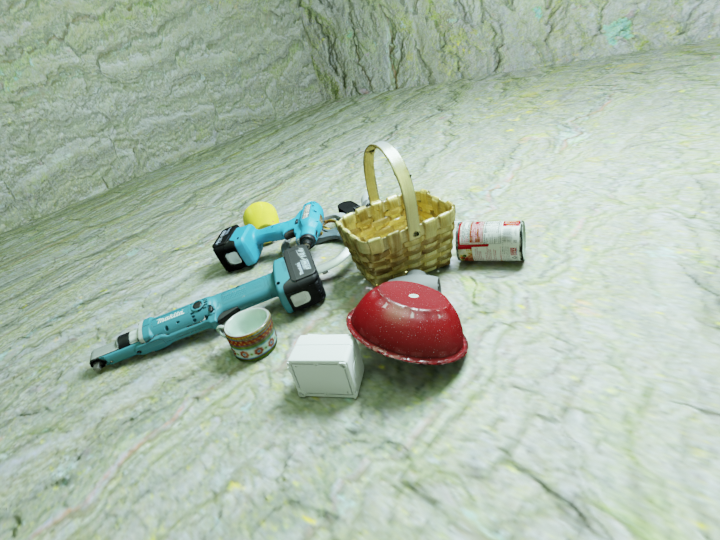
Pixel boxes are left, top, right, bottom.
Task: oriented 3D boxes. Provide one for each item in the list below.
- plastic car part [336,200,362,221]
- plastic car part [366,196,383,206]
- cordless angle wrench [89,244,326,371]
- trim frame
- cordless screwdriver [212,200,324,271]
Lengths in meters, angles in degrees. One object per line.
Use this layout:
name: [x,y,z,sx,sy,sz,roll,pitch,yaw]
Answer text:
plastic car part: [-0.006,-0.114,0.955,0.066,0.064,0.213,-30,28,-12]
plastic car part: [0.049,-0.090,0.848,0.119,0.065,0.071,30,76,9]
cordless angle wrench: [-0.273,0.077,0.742,0.422,0.071,0.103,-22,45,-1]
trim frame: [-0.088,-0.057,0.898,0.183,0.026,0.261,-32,32,-7]
cordless screwdriver: [-0.199,-0.064,0.916,0.253,0.071,0.163,-18,32,14]
